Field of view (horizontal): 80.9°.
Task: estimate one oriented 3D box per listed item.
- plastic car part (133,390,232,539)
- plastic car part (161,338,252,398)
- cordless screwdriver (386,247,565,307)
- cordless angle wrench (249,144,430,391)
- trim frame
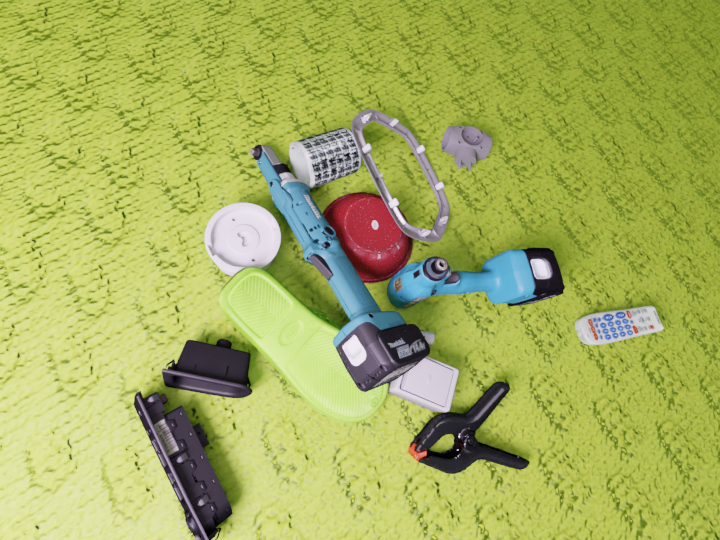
[{"bbox_3d":[-0.220,0.241,0.532,0.064,0.067,0.208,-16,70,-42],"label":"plastic car part"},{"bbox_3d":[-0.201,0.128,0.576,0.115,0.065,0.073,10,56,-10],"label":"plastic car part"},{"bbox_3d":[0.176,0.009,0.617,0.244,0.159,0.076,-3,74,-13],"label":"cordless screwdriver"},{"bbox_3d":[-0.060,-0.040,0.618,0.093,0.075,0.441,-2,51,-46],"label":"cordless angle wrench"},{"bbox_3d":[0.071,-0.160,0.692,0.177,0.028,0.252,-17,80,-43],"label":"trim frame"}]
